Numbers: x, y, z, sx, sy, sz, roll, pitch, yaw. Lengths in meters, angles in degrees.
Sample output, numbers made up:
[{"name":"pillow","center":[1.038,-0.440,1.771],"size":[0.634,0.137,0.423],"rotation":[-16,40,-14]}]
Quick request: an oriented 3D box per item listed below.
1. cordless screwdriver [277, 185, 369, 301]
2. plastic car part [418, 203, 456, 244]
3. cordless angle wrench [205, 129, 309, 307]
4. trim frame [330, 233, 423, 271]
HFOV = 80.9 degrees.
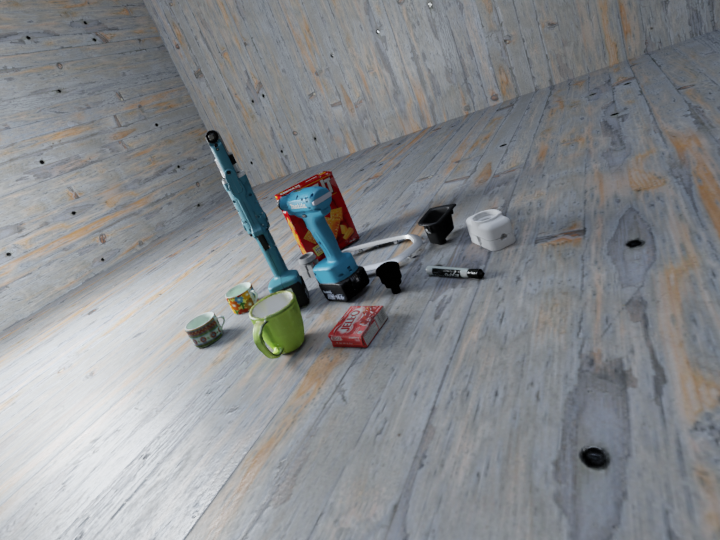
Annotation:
[{"name":"cordless screwdriver","center":[-0.088,-0.057,0.897],"size":[0.073,0.242,0.167],"rotation":[-35,22,-33]},{"name":"plastic car part","center":[0.175,-0.096,0.947],"size":[0.069,0.069,0.115],"rotation":[-9,25,35]},{"name":"cordless angle wrench","center":[-0.229,-0.105,0.921],"size":[0.074,0.411,0.100],"rotation":[-23,18,0]},{"name":"trim frame","center":[0.029,-0.037,1.018],"size":[0.255,0.027,0.185],"rotation":[-15,24,22]}]
